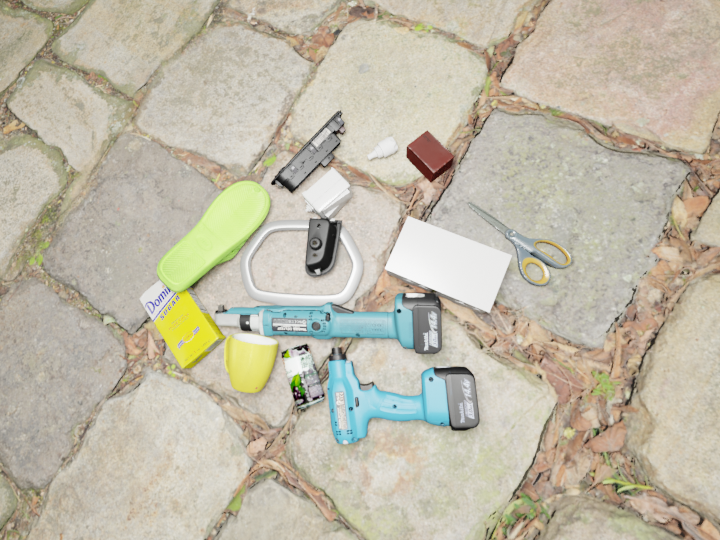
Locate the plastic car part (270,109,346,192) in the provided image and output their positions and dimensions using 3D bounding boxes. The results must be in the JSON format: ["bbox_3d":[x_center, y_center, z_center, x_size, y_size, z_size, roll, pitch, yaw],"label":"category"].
[{"bbox_3d":[-0.100,-0.233,0.867,0.202,0.068,0.066,-42,101,-3],"label":"plastic car part"}]

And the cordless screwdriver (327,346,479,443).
[{"bbox_3d":[0.065,0.200,0.722,0.253,0.072,0.162,-10,75,12],"label":"cordless screwdriver"}]

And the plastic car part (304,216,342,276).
[{"bbox_3d":[-0.077,-0.050,0.786,0.067,0.069,0.118,5,75,10],"label":"plastic car part"}]

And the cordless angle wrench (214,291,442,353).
[{"bbox_3d":[-0.073,0.092,0.770,0.433,0.073,0.097,-1,97,14],"label":"cordless angle wrench"}]

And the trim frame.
[{"bbox_3d":[-0.118,-0.011,0.830,0.252,0.027,0.186,1,76,9],"label":"trim frame"}]
